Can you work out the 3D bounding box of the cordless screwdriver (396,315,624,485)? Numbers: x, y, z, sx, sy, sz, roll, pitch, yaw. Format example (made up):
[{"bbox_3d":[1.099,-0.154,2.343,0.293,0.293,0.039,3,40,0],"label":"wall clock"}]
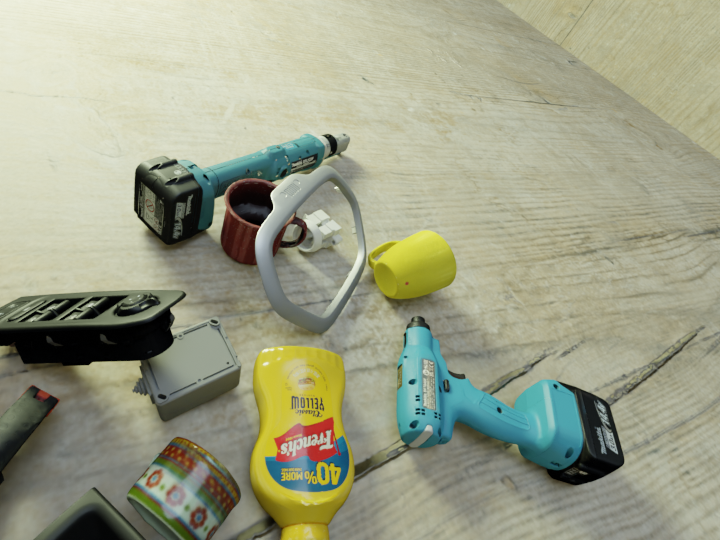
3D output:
[{"bbox_3d":[0.164,0.150,0.509,0.247,0.073,0.163,15,45,-5],"label":"cordless screwdriver"}]

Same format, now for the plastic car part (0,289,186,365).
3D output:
[{"bbox_3d":[-0.250,0.054,0.380,0.208,0.066,0.066,-8,14,16],"label":"plastic car part"}]

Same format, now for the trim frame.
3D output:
[{"bbox_3d":[-0.054,-0.035,0.548,0.177,0.029,0.248,62,38,-26],"label":"trim frame"}]

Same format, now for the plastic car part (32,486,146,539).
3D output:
[{"bbox_3d":[-0.171,0.225,0.290,0.121,0.069,0.065,26,37,20],"label":"plastic car part"}]

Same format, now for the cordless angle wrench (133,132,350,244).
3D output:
[{"bbox_3d":[-0.140,-0.163,0.658,0.077,0.097,0.414,38,42,14],"label":"cordless angle wrench"}]
